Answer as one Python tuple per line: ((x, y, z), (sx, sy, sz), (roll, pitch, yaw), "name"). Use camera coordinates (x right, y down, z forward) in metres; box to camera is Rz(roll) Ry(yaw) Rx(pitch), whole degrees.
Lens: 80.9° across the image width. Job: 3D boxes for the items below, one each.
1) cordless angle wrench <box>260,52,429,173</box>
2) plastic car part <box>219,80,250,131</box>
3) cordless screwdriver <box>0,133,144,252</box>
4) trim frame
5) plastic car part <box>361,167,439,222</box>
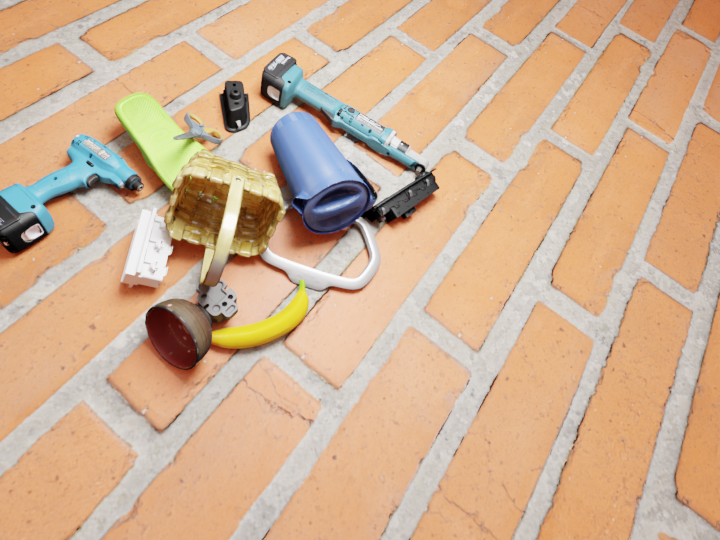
((-0.030, -0.344, 0.960), (0.427, 0.074, 0.098), (32, 61, 4), "cordless angle wrench")
((-0.273, -0.370, 0.925), (0.065, 0.070, 0.120), (-6, 62, -15), "plastic car part")
((-0.526, -0.133, 0.753), (0.161, 0.074, 0.247), (33, 58, 6), "cordless screwdriver")
((-0.080, -0.052, 0.819), (0.247, 0.027, 0.187), (17, 60, -3), "trim frame")
((0.098, -0.152, 0.885), (0.200, 0.067, 0.067), (-40, 88, -26), "plastic car part")
